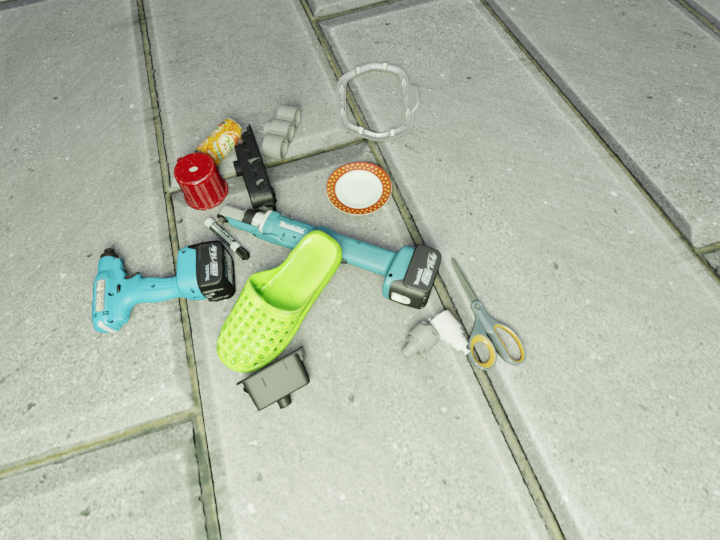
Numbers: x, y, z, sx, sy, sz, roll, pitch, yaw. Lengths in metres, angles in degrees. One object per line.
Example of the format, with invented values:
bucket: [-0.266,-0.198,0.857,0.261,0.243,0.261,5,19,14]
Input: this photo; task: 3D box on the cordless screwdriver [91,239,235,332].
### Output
cordless screwdriver: [-0.355,0.005,0.756,0.249,0.072,0.165,-16,63,0]

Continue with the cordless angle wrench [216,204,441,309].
cordless angle wrench: [-0.075,-0.049,0.765,0.436,0.072,0.098,19,66,16]

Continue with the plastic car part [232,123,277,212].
plastic car part: [-0.216,-0.199,0.848,0.065,0.065,0.211,-17,63,-21]

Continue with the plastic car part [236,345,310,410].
plastic car part: [-0.125,0.175,0.659,0.115,0.065,0.072,-31,80,-9]

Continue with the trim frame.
trim frame: [0.037,-0.390,0.958,0.185,0.027,0.255,-2,60,2]
